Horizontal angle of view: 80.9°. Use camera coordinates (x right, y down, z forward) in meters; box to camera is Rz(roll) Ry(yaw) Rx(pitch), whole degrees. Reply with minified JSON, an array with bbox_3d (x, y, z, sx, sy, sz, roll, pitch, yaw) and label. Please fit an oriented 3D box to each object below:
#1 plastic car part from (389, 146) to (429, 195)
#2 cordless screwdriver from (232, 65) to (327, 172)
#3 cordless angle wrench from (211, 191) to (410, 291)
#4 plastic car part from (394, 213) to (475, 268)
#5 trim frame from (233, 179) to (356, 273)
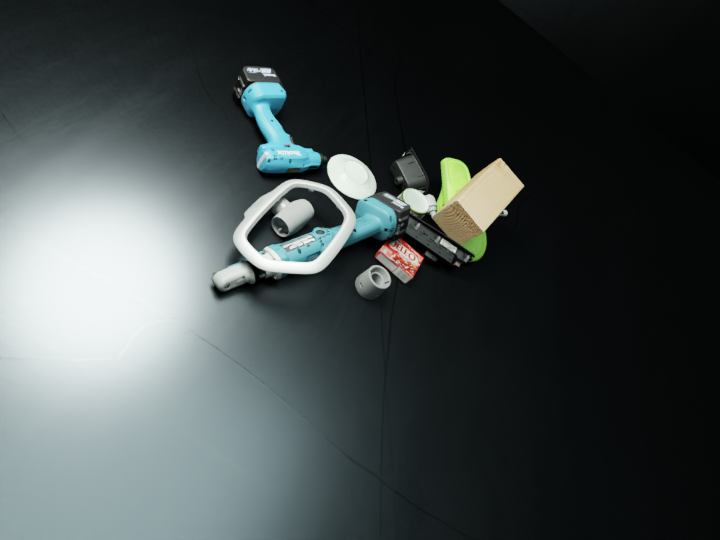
[{"bbox_3d":[0.114,-0.233,1.042,0.069,0.066,0.120,-15,72,-22],"label":"plastic car part"},{"bbox_3d":[-0.175,-0.321,0.917,0.153,0.075,0.255,-9,69,-36],"label":"cordless screwdriver"},{"bbox_3d":[-0.077,-0.050,0.786,0.411,0.072,0.103,-26,47,-35],"label":"cordless angle wrench"},{"bbox_3d":[0.150,-0.061,0.945,0.200,0.067,0.067,37,74,-6],"label":"plastic car part"},{"bbox_3d":[-0.113,-0.083,0.746,0.188,0.027,0.248,25,50,9],"label":"trim frame"}]
